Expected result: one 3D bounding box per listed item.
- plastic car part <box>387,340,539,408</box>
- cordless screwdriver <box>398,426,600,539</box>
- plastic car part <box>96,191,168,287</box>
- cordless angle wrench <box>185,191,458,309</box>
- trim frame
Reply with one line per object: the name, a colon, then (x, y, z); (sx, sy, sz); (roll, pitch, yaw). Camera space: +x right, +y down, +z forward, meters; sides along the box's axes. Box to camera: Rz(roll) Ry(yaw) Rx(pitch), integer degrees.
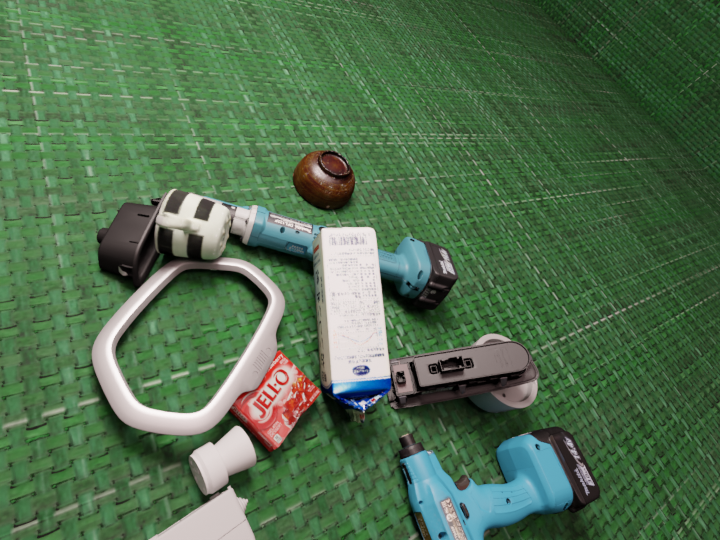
plastic car part: (0.135, 0.129, 0.565); (0.203, 0.064, 0.069); (-8, 52, -1)
cordless screwdriver: (0.168, 0.259, 0.536); (0.240, 0.074, 0.165); (-9, 62, -28)
plastic car part: (-0.291, -0.043, 0.534); (0.071, 0.065, 0.119); (14, 54, -2)
cordless angle wrench: (-0.062, -0.041, 0.638); (0.414, 0.074, 0.101); (16, 37, -12)
trim frame: (-0.190, 0.072, 0.500); (0.185, 0.027, 0.250); (23, 43, 2)
